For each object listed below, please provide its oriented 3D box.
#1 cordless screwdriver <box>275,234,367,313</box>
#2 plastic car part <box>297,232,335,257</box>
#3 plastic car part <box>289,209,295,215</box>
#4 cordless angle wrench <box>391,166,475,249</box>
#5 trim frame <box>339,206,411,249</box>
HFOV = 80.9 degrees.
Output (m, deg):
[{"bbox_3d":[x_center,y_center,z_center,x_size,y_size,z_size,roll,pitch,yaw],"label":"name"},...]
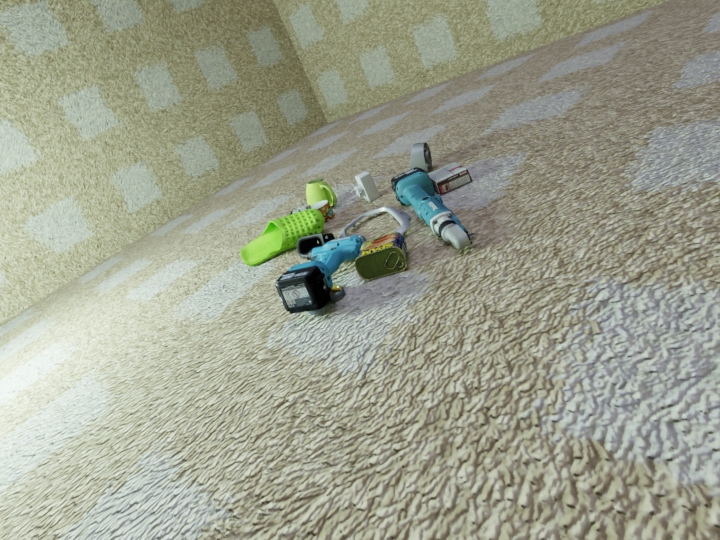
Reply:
[{"bbox_3d":[-0.097,-0.002,0.907,0.165,0.072,0.246,-10,21,30],"label":"cordless screwdriver"},{"bbox_3d":[-0.109,-0.071,1.112,0.069,0.065,0.122,-25,15,-39],"label":"plastic car part"},{"bbox_3d":[-0.208,-0.153,1.361,0.068,0.064,0.206,-12,30,14],"label":"plastic car part"},{"bbox_3d":[0.160,-0.144,0.971,0.098,0.071,0.436,-25,27,5],"label":"cordless angle wrench"},{"bbox_3d":[0.036,-0.107,1.068,0.184,0.026,0.256,-27,23,1],"label":"trim frame"}]
